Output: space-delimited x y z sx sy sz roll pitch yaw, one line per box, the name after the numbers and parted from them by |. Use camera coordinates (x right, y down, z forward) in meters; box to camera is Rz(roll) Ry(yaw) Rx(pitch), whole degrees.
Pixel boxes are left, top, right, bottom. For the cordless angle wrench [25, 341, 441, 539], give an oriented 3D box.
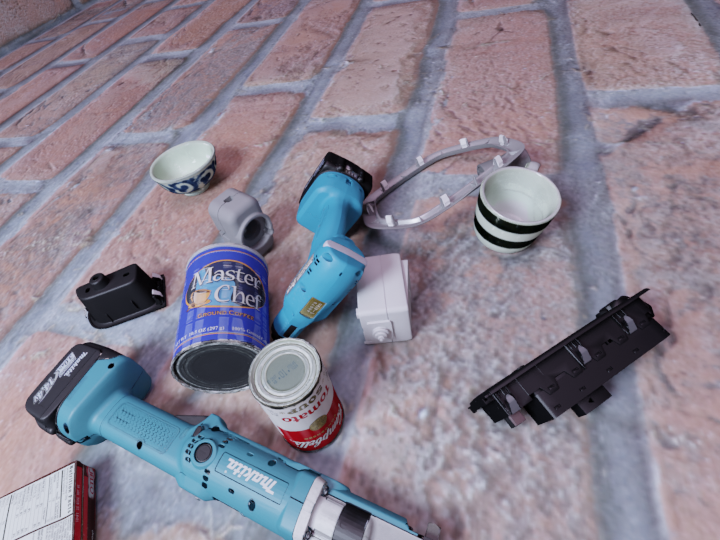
-0.136 0.176 0.394 0.441 0.071 0.098 13 53 24 | cordless angle wrench

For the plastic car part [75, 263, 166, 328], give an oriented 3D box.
-0.340 0.030 0.586 0.116 0.068 0.069 -20 45 -7 | plastic car part

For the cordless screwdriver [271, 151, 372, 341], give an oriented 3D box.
-0.052 -0.034 0.536 0.160 0.072 0.255 -50 23 34 | cordless screwdriver

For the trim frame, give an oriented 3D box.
0.107 -0.129 0.589 0.245 0.026 0.194 -35 30 -16 | trim frame

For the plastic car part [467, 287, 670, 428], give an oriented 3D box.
0.198 0.082 0.380 0.201 0.064 0.070 -33 58 -14 | plastic car part
